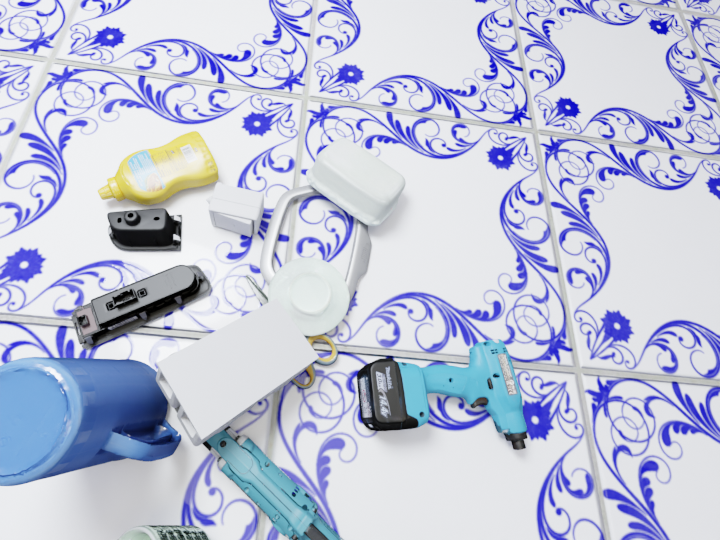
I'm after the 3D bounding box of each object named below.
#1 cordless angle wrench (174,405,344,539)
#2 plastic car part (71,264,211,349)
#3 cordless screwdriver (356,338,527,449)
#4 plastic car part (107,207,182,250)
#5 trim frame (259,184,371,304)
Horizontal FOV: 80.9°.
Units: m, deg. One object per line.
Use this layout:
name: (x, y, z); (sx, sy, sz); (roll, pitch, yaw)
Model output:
cordless angle wrench: (-0.087, 0.310, 0.543); (0.434, 0.096, 0.074); (38, 66, 13)
plastic car part: (-0.330, 0.040, 0.636); (0.199, 0.066, 0.069); (-24, 67, -20)
cordless screwdriver: (0.126, 0.196, 0.626); (0.243, 0.074, 0.163); (-5, 68, -15)
plastic car part: (-0.349, -0.071, 0.674); (0.114, 0.070, 0.068); (-2, 67, -14)
trim frame: (-0.071, -0.047, 0.727); (0.183, 0.027, 0.253); (12, 64, -2)
